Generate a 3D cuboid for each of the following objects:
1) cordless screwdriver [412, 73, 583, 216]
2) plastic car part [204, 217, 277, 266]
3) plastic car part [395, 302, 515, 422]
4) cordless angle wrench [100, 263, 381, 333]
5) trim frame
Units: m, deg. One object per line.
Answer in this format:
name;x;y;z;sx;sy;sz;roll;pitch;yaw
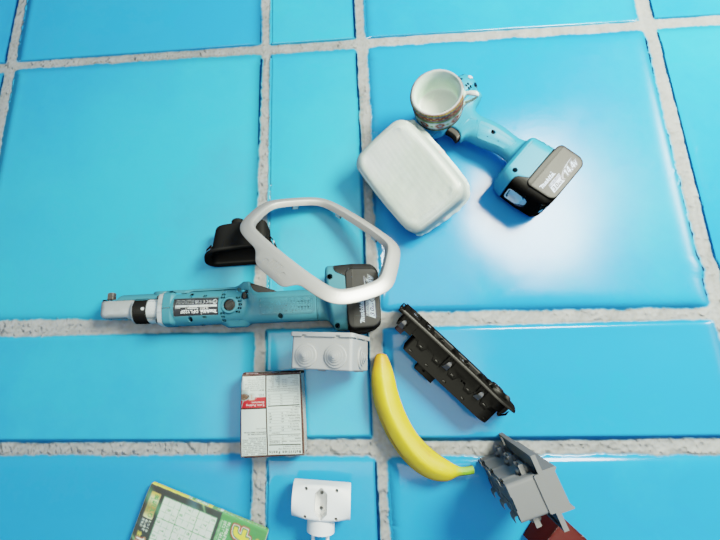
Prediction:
cordless screwdriver;0.190;-0.182;0.656;0.159;0.072;0.257;-43;74;-7
plastic car part;-0.186;-0.049;0.661;0.118;0.063;0.073;-3;62;5
plastic car part;0.122;0.134;0.587;0.208;0.065;0.067;39;91;11
cordless angle wrench;-0.185;0.052;0.628;0.427;0.072;0.099;-3;77;6
trim frame;-0.058;-0.038;0.598;0.261;0.027;0.179;36;48;28
